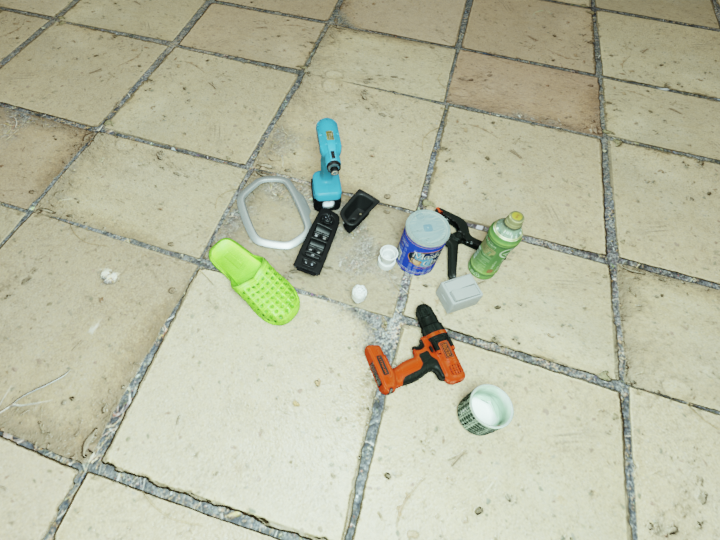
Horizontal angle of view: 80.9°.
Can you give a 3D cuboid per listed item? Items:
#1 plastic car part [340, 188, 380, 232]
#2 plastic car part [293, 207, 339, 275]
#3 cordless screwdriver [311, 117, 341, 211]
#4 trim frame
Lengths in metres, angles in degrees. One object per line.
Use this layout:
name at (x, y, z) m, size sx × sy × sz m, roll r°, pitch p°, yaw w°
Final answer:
plastic car part at (-0.012, -0.144, 1.100) m, size 0.068 × 0.069 × 0.116 m, roll 32°, pitch 62°, yaw 14°
plastic car part at (-0.103, -0.067, 1.052) m, size 0.067 × 0.065 × 0.205 m, roll 15°, pitch 59°, yaw 5°
cordless screwdriver at (-0.080, -0.234, 1.052) m, size 0.073 × 0.243 × 0.165 m, roll -5°, pitch 60°, yaw -9°
trim frame at (-0.227, -0.158, 1.128) m, size 0.181 × 0.027 × 0.259 m, roll -20°, pitch 61°, yaw -14°
